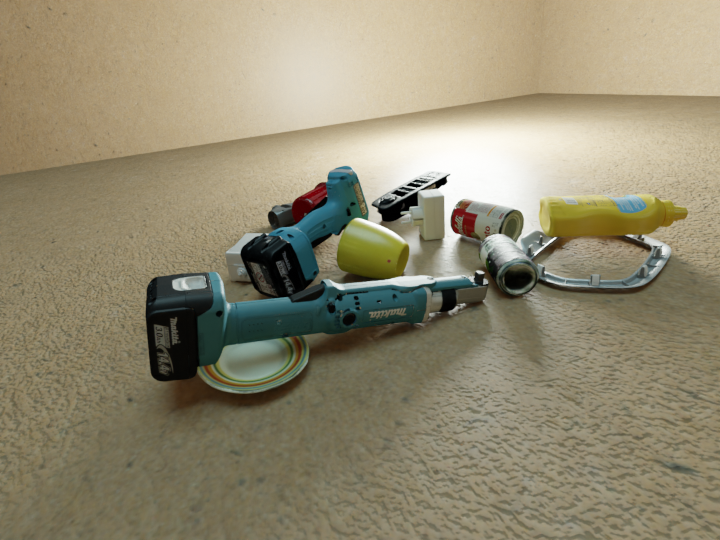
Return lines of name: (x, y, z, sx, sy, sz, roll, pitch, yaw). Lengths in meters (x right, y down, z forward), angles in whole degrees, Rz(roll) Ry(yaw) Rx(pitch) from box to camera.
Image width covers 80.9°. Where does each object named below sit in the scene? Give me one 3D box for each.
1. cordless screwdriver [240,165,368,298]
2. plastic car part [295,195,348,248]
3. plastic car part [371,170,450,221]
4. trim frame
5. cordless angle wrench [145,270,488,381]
cordless screwdriver: (-0.067, -0.044, 0.690, 0.078, 0.152, 0.246, 10, 45, 40)
plastic car part: (-0.084, -0.072, 0.788, 0.119, 0.064, 0.071, -34, 21, 38)
plastic car part: (0.108, -0.161, 0.929, 0.198, 0.065, 0.070, -27, 38, -28)
trim frame: (0.347, -0.030, 0.644, 0.242, 0.027, 0.195, -29, 32, -35)
cordless angle wrench: (-0.025, 0.043, 0.502, 0.411, 0.096, 0.078, -5, 24, -20)
